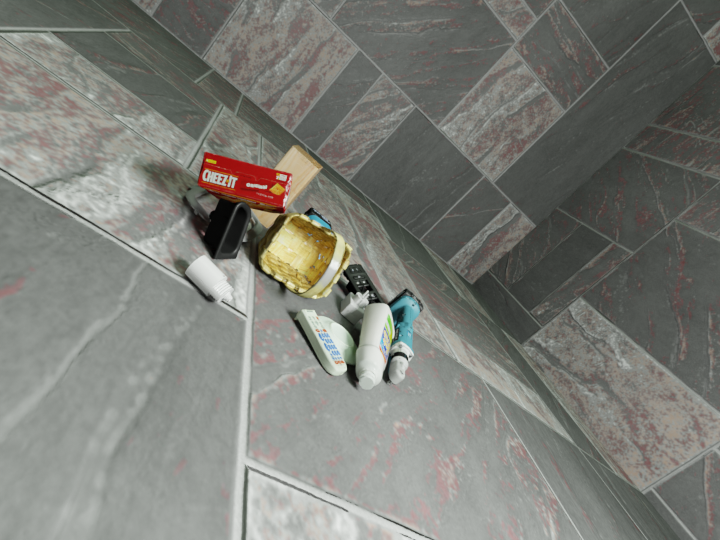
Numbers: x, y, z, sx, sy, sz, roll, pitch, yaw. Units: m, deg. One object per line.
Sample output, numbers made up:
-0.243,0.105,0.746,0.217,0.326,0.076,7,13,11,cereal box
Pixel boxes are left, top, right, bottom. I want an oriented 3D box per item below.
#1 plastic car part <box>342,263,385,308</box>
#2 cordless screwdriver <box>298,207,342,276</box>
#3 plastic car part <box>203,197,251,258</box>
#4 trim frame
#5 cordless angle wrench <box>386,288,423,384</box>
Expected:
0.011,0.074,1.121,0.063,0.067,0.213,1,42,-41,plastic car part
-0.118,-0.077,1.210,0.154,0.075,0.255,38,19,-19,cordless screwdriver
-0.261,-0.086,0.810,0.074,0.116,0.064,24,9,21,plastic car part
-0.310,-0.138,0.973,0.182,0.028,0.250,42,16,-8,trim frame
0.105,0.164,1.082,0.074,0.099,0.422,45,18,-7,cordless angle wrench
